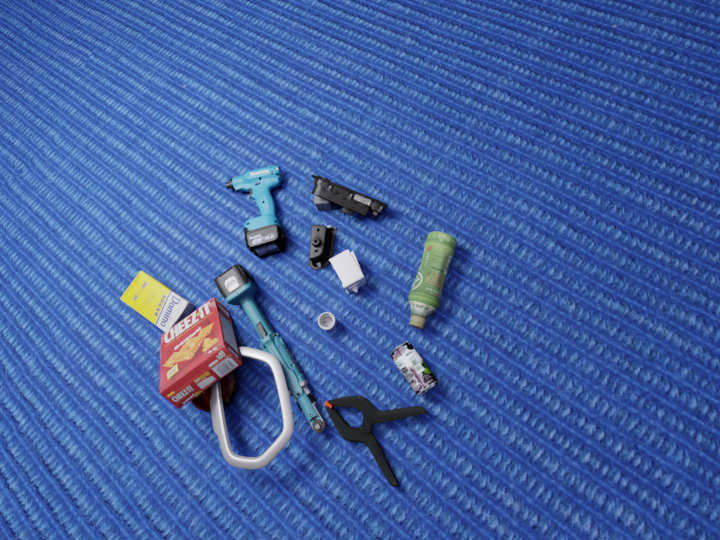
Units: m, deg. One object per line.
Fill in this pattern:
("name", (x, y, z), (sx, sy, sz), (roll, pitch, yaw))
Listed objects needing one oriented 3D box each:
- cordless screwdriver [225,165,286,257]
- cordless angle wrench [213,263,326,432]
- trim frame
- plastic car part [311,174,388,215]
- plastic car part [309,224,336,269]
("cordless screwdriver", (-0.278, -0.159, 1.119), (0.161, 0.071, 0.256), (-12, 65, 7))
("cordless angle wrench", (-0.201, 0.177, 0.977), (0.074, 0.095, 0.437), (-35, 71, -3))
("trim frame", (-0.238, 0.287, 0.901), (0.185, 0.026, 0.256), (-20, 69, 6))
("plastic car part", (-0.037, -0.179, 1.049), (0.201, 0.067, 0.067), (26, 99, -4))
("plastic car part", (-0.102, -0.067, 1.048), (0.067, 0.068, 0.119), (1, 68, 11))
